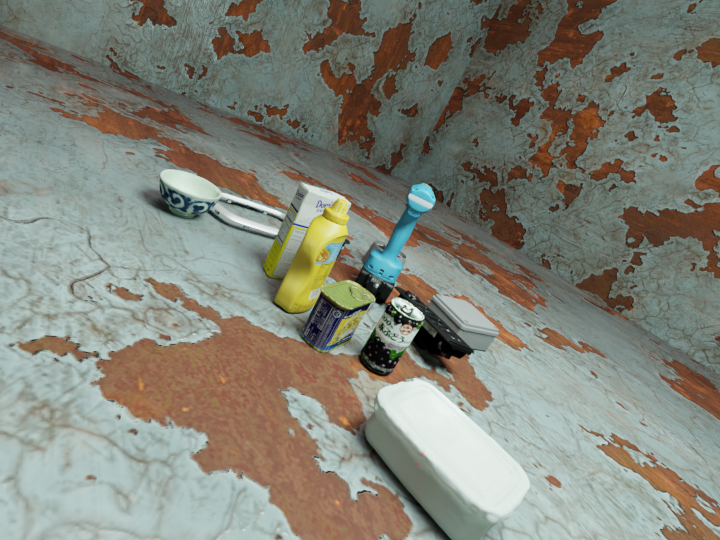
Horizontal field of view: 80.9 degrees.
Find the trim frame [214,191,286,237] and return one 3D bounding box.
[{"bbox_3d":[-0.243,-0.127,0.971,0.237,0.027,0.194,13,22,-32],"label":"trim frame"}]

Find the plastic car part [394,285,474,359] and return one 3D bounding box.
[{"bbox_3d":[0.116,0.098,0.770,0.063,0.067,0.213,16,21,-29],"label":"plastic car part"}]

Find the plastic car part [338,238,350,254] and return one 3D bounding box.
[{"bbox_3d":[-0.090,-0.059,0.919,0.121,0.070,0.064,32,19,18],"label":"plastic car part"}]

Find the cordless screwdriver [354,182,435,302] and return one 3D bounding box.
[{"bbox_3d":[0.077,-0.065,0.874,0.075,0.248,0.159,28,18,1],"label":"cordless screwdriver"}]
